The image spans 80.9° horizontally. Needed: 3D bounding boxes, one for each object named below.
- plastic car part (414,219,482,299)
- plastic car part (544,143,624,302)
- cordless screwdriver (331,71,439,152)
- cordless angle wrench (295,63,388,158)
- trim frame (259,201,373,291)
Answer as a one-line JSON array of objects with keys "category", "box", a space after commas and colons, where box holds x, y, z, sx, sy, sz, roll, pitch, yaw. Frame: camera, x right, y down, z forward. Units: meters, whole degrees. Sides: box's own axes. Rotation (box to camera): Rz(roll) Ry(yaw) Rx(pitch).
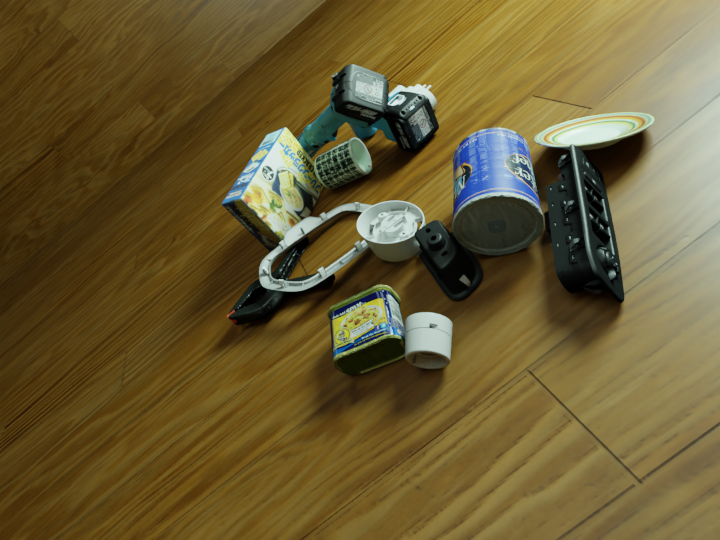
[{"category": "plastic car part", "box": [0.110, -0.025, 0.563, 0.066, 0.067, 0.121, -35, 34, 12]}, {"category": "plastic car part", "box": [0.245, -0.053, 0.476, 0.069, 0.063, 0.207, -26, 38, 36]}, {"category": "cordless screwdriver", "box": [0.035, -0.332, 0.867, 0.074, 0.151, 0.263, -43, 37, -9]}, {"category": "cordless angle wrench", "box": [-0.091, -0.292, 0.912, 0.436, 0.094, 0.075, -11, 72, 61]}, {"category": "trim frame", "box": [-0.073, -0.048, 0.750, 0.247, 0.026, 0.194, -37, 36, -10]}]
